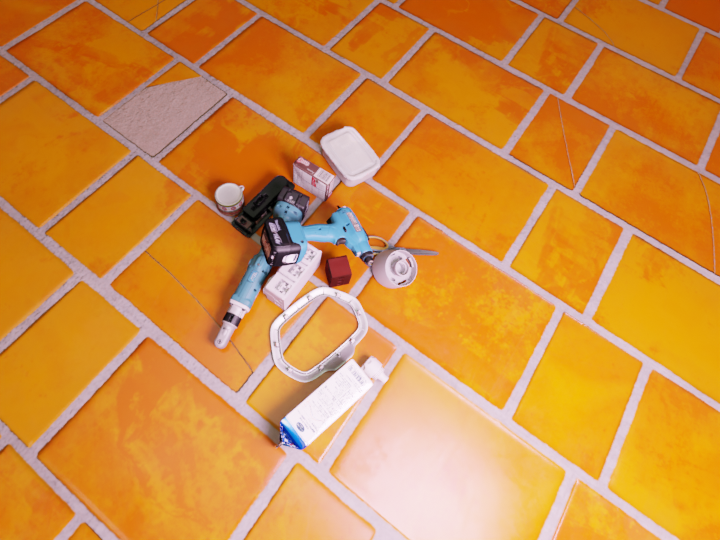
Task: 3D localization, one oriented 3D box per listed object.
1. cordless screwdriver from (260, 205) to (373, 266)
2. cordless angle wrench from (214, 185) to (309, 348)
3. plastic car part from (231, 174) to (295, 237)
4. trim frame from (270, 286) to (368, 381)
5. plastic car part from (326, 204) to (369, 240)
[{"bbox_3d":[-0.095,-0.062,0.969,0.240,0.074,0.166,-13,59,-28],"label":"cordless screwdriver"},{"bbox_3d":[-0.244,-0.009,1.027,0.075,0.097,0.425,24,70,0],"label":"cordless angle wrench"},{"bbox_3d":[-0.256,-0.184,1.120,0.068,0.065,0.202,33,65,16],"label":"plastic car part"},{"bbox_3d":[-0.098,0.146,0.998,0.245,0.027,0.189,-37,74,-19],"label":"trim frame"},{"bbox_3d":[-0.043,-0.107,1.096,0.071,0.063,0.123,-44,59,-6],"label":"plastic car part"}]
